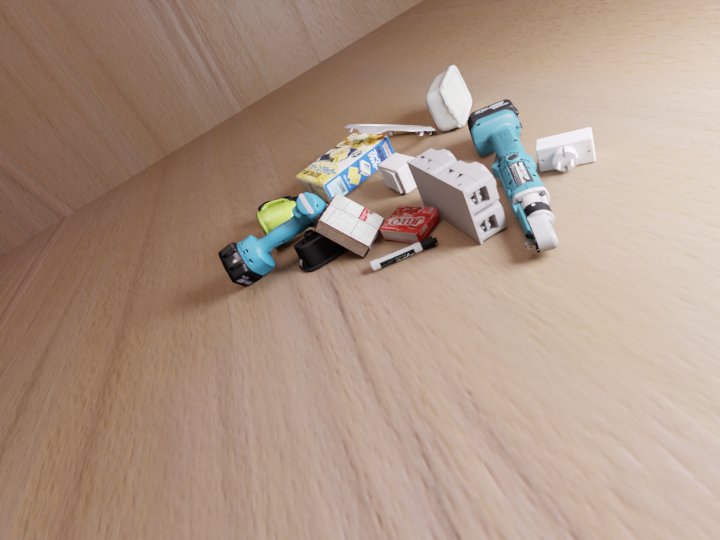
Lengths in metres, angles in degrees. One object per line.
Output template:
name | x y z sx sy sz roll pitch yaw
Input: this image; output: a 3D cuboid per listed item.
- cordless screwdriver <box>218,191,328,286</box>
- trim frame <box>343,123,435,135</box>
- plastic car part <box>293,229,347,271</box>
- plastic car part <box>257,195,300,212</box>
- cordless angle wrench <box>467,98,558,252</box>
cordless screwdriver | -0.166 -0.063 0.899 0.250 0.077 0.153 -34 -16 10
trim frame | 0.074 -0.363 1.089 0.262 0.027 0.178 18 26 35
plastic car part | -0.083 -0.054 0.851 0.116 0.068 0.069 -31 32 -6
plastic car part | -0.191 -0.154 1.077 0.212 0.064 0.067 -4 47 38
cordless angle wrench | 0.268 -0.175 0.736 0.100 0.071 0.433 -18 38 19
